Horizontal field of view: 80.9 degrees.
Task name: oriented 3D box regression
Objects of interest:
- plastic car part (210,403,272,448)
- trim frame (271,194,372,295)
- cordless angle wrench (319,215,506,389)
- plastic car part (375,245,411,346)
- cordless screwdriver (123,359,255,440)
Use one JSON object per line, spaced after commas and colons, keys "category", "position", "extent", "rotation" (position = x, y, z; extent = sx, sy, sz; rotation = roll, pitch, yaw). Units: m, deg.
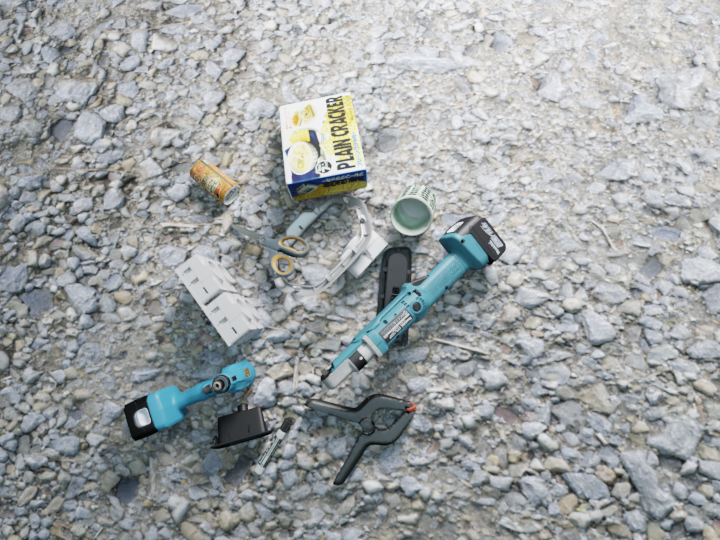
{"category": "plastic car part", "position": [-0.237, 0.305, 0.842], "extent": [0.116, 0.064, 0.073], "rotation": [-19, 67, -1]}
{"category": "trim frame", "position": [-0.085, -0.055, 0.864], "extent": [0.248, 0.026, 0.195], "rotation": [-47, 51, 0]}
{"category": "cordless angle wrench", "position": [0.092, 0.063, 0.779], "extent": [0.420, 0.076, 0.097], "rotation": [-42, 97, -13]}
{"category": "plastic car part", "position": [0.067, 0.047, 0.845], "extent": [0.068, 0.065, 0.205], "rotation": [3, 79, 12]}
{"category": "cordless screwdriver", "position": [-0.332, 0.245, 0.810], "extent": [0.250, 0.156, 0.075], "rotation": [-24, 83, 3]}
